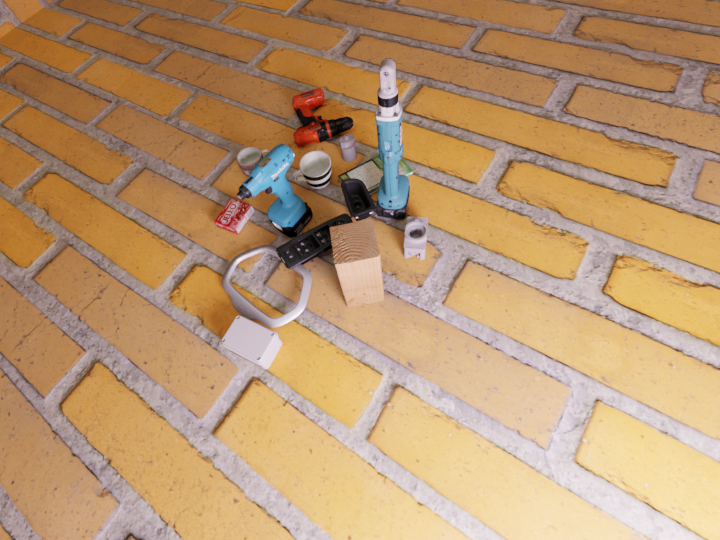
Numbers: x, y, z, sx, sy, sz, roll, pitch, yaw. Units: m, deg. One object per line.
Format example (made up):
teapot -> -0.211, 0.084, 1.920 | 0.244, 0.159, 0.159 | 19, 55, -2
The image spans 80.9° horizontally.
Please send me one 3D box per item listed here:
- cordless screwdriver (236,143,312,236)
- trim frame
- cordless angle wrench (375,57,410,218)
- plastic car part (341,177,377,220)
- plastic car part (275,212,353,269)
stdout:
cordless screwdriver -> -0.204, -0.168, 1.016 | 0.078, 0.239, 0.158 | 32, 69, 22
trim frame -> -0.230, 0.033, 1.027 | 0.260, 0.026, 0.183 | 33, 71, 26
cordless angle wrench -> 0.066, -0.266, 0.921 | 0.076, 0.406, 0.099 | 8, 62, 11
plastic car part -> -0.007, -0.174, 1.081 | 0.066, 0.068, 0.121 | -18, 58, -2
plastic car part -> -0.101, -0.066, 1.038 | 0.201, 0.064, 0.069 | -33, 61, -9
